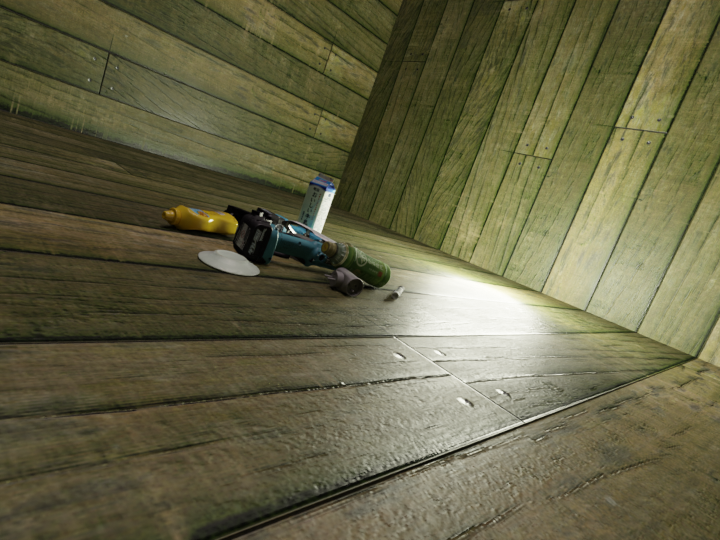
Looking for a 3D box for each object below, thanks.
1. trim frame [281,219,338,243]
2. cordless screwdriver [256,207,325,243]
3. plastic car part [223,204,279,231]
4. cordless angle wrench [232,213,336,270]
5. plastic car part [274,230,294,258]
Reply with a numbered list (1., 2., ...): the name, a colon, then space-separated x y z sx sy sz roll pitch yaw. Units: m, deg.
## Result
1. trim frame: -0.119 -0.078 1.218 0.245 0.027 0.186 31 -15 -8
2. cordless screwdriver: -0.217 -0.123 1.348 0.169 0.074 0.235 28 10 41
3. plastic car part: -0.323 -0.145 1.222 0.211 0.066 0.064 18 12 22
4. cordless angle wrench: -0.114 -0.040 1.067 0.400 0.097 0.079 15 14 -41
5. plastic car part: -0.242 -0.075 1.111 0.113 0.066 0.073 12 -3 -18
